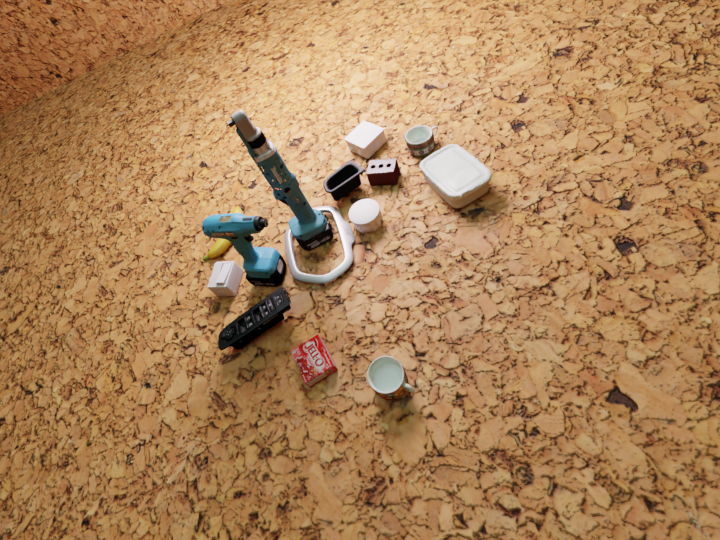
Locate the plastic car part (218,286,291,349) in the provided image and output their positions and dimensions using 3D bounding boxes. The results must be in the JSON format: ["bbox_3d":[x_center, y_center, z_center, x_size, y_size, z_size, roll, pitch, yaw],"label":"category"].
[{"bbox_3d":[-0.248,0.123,1.005,0.203,0.063,0.070,-32,52,0],"label":"plastic car part"}]

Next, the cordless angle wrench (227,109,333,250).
[{"bbox_3d":[-0.177,-0.198,0.975,0.098,0.401,0.078,-28,52,2],"label":"cordless angle wrench"}]

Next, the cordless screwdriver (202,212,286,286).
[{"bbox_3d":[-0.248,-0.051,1.013,0.165,0.236,0.075,0,58,22],"label":"cordless screwdriver"}]

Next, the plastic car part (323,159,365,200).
[{"bbox_3d":[-0.044,-0.236,1.157,0.116,0.067,0.070,-39,52,-6],"label":"plastic car part"}]

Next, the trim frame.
[{"bbox_3d":[-0.107,-0.070,1.099,0.186,0.026,0.259,-23,52,8],"label":"trim frame"}]
